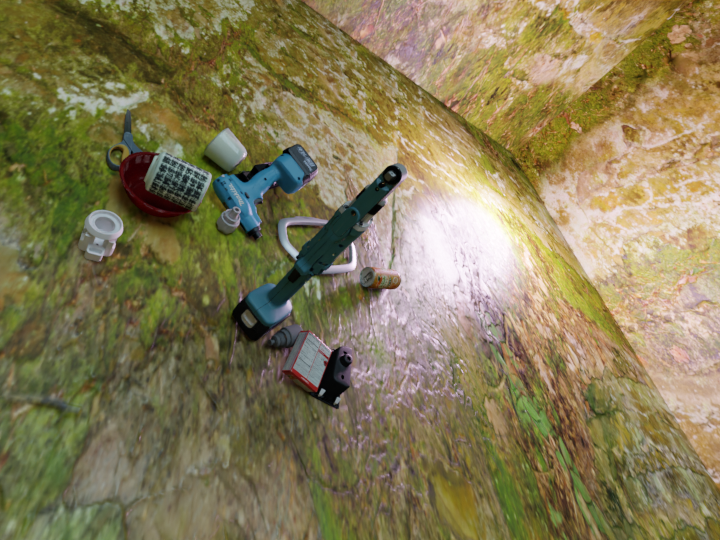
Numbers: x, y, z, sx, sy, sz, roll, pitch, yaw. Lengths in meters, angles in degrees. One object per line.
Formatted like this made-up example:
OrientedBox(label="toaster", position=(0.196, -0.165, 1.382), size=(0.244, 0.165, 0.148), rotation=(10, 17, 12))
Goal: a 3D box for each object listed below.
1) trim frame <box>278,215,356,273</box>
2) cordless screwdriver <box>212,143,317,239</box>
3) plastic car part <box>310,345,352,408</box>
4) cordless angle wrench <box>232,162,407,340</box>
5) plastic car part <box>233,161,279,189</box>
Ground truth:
OrientedBox(label="trim frame", position=(-0.104, -0.068, 1.063), size=(0.237, 0.028, 0.191), rotation=(-5, 58, -45))
OrientedBox(label="cordless screwdriver", position=(-0.206, -0.188, 0.995), size=(0.244, 0.076, 0.159), rotation=(-36, 93, -33))
OrientedBox(label="plastic car part", position=(-0.045, 0.190, 0.813), size=(0.064, 0.072, 0.119), rotation=(33, 40, -20))
OrientedBox(label="cordless angle wrench", position=(-0.073, -0.023, 0.691), size=(0.075, 0.428, 0.095), rotation=(51, 35, 5))
OrientedBox(label="plastic car part", position=(-0.235, -0.255, 1.101), size=(0.068, 0.067, 0.198), rotation=(44, 32, 9))
